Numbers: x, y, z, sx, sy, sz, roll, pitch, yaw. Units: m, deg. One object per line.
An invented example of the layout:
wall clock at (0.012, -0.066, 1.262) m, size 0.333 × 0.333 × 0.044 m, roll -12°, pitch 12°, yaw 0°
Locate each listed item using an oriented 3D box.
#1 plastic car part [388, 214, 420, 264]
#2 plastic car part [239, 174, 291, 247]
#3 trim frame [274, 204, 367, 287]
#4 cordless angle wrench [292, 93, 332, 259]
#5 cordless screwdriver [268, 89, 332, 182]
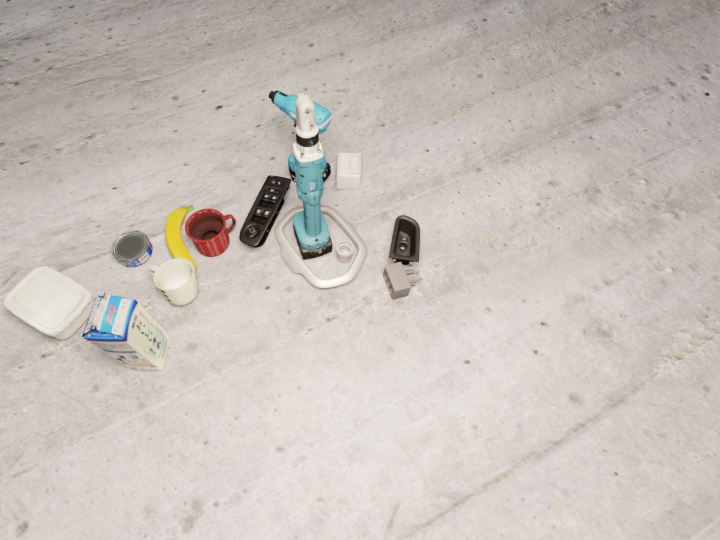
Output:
plastic car part at (0.100, -0.060, 0.971) m, size 0.066 × 0.069 × 0.119 m, roll 8°, pitch 60°, yaw 3°
plastic car part at (-0.231, -0.137, 1.024) m, size 0.067 × 0.065 × 0.205 m, roll 16°, pitch 61°, yaw 8°
trim frame at (-0.098, -0.064, 1.001) m, size 0.181 × 0.027 × 0.259 m, roll -32°, pitch 64°, yaw -17°
cordless angle wrench at (-0.101, -0.165, 0.838) m, size 0.073 × 0.412 × 0.102 m, roll -15°, pitch 63°, yaw -13°
cordless screwdriver at (-0.146, -0.316, 1.028) m, size 0.164 × 0.242 × 0.074 m, roll 32°, pitch 63°, yaw 15°
